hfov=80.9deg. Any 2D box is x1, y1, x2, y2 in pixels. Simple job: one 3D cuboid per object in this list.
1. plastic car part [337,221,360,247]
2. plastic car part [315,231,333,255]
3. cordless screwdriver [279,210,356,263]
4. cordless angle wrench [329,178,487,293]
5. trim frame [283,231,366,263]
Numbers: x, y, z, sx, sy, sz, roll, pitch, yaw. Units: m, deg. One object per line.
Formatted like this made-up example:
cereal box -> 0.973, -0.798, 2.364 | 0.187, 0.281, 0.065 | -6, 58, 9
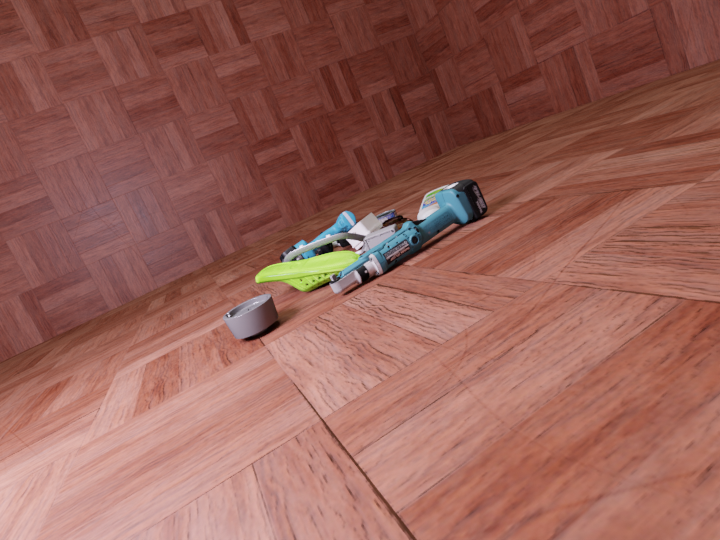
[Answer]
plastic car part -> -0.029, -0.113, 1.385 | 0.118, 0.063, 0.072 | -18, 27, 11
plastic car part -> -0.130, -0.086, 1.449 | 0.067, 0.065, 0.205 | -48, 10, 12
cordless screwdriver -> -0.125, -0.082, 1.279 | 0.247, 0.075, 0.160 | -38, 0, -11
cordless angle wrench -> 0.105, -0.069, 0.935 | 0.416, 0.096, 0.077 | -34, 13, -21
trim frame -> -0.090, -0.044, 1.119 | 0.252, 0.028, 0.175 | -21, -24, 14
